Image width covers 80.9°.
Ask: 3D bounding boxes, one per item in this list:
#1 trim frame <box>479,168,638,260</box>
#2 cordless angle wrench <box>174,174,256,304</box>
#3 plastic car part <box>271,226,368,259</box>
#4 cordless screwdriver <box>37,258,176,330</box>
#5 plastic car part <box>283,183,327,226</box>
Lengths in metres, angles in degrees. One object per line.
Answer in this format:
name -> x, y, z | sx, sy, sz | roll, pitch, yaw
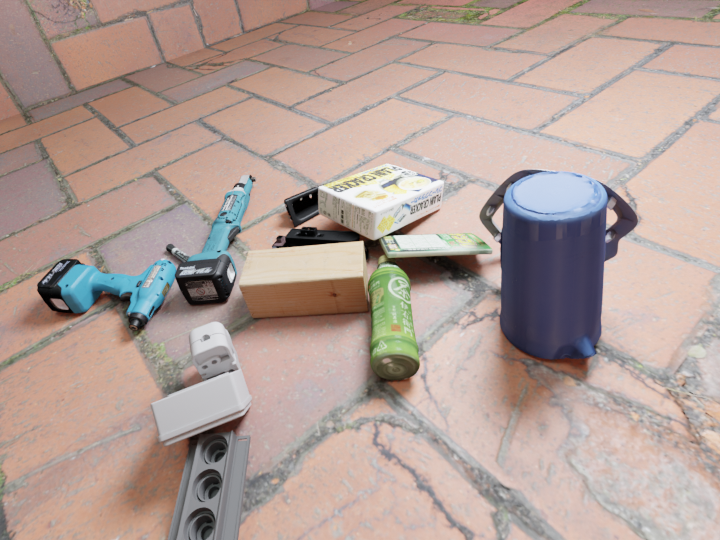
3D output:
trim frame -> 0.281, -0.068, 0.634 | 0.187, 0.245, 0.027 | 33, 69, 6
cordless angle wrench -> -0.295, -0.103, 0.940 | 0.099, 0.071, 0.435 | -7, 40, 5
plastic car part -> -0.082, -0.053, 0.836 | 0.209, 0.065, 0.066 | 7, 25, 16
cordless screwdriver -> -0.499, 0.047, 0.823 | 0.252, 0.071, 0.163 | -1, 43, 7
plastic car part -> -0.127, -0.158, 0.968 | 0.114, 0.064, 0.075 | -32, 31, -26
